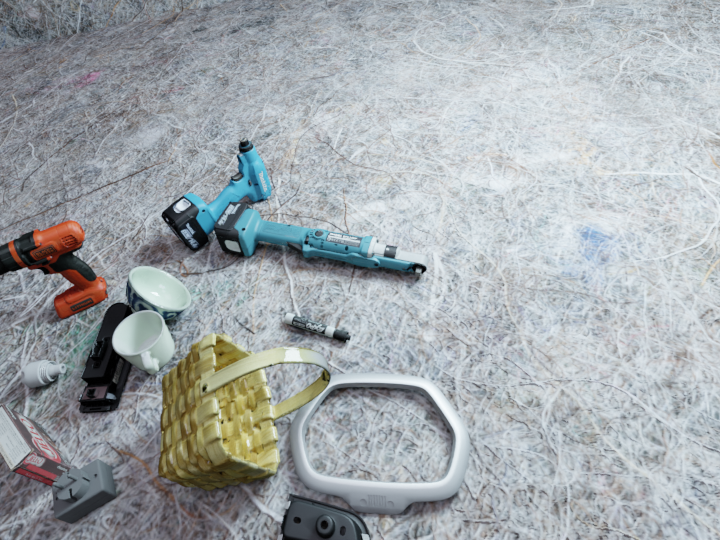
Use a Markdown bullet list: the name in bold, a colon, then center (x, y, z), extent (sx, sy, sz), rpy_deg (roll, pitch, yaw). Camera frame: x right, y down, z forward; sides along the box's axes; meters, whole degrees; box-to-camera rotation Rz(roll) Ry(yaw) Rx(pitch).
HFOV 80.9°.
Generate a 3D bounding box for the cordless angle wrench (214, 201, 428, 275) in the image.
- **cordless angle wrench**: center (-0.081, -0.053, 0.833), extent (0.436, 0.071, 0.099), rpy_deg (11, 52, 16)

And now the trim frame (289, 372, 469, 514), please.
- **trim frame**: center (0.022, 0.232, 0.591), extent (0.252, 0.026, 0.189), rpy_deg (-1, 48, 7)

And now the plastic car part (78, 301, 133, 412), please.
- **plastic car part**: center (-0.438, 0.137, 0.737), extent (0.067, 0.064, 0.210), rpy_deg (-12, 46, 7)

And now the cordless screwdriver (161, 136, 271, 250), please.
- **cordless screwdriver**: center (-0.308, -0.168, 0.914), extent (0.078, 0.153, 0.246), rpy_deg (34, 64, 30)

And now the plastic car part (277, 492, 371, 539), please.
- **plastic car part**: center (-0.046, 0.310, 0.507), extent (0.120, 0.068, 0.067), rpy_deg (3, 51, 15)
